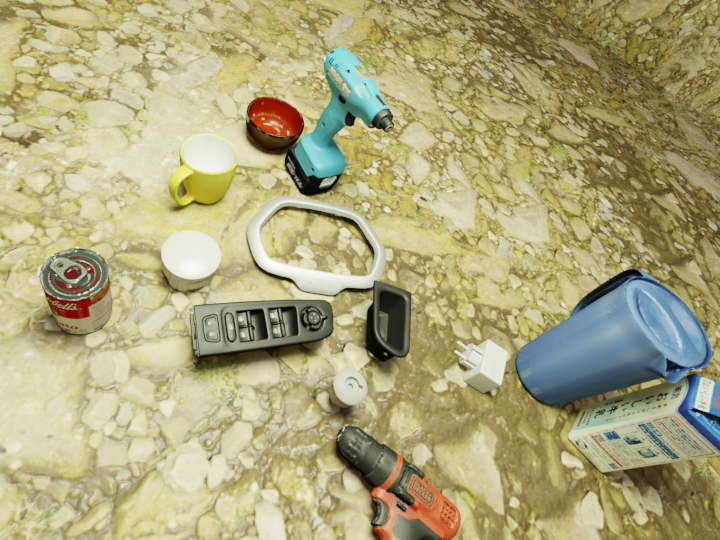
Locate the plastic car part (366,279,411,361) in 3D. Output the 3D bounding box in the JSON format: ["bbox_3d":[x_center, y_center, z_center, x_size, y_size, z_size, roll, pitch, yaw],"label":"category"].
[{"bbox_3d":[0.035,0.086,0.645,0.064,0.071,0.119,18,52,-14],"label":"plastic car part"}]

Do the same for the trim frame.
[{"bbox_3d":[-0.071,-0.046,0.722,0.241,0.027,0.190,9,54,-17],"label":"trim frame"}]

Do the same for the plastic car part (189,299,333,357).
[{"bbox_3d":[-0.130,0.081,0.580,0.196,0.067,0.069,-4,60,-26],"label":"plastic car part"}]

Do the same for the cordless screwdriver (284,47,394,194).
[{"bbox_3d":[-0.039,-0.222,0.717,0.072,0.249,0.164,-18,68,-35],"label":"cordless screwdriver"}]
